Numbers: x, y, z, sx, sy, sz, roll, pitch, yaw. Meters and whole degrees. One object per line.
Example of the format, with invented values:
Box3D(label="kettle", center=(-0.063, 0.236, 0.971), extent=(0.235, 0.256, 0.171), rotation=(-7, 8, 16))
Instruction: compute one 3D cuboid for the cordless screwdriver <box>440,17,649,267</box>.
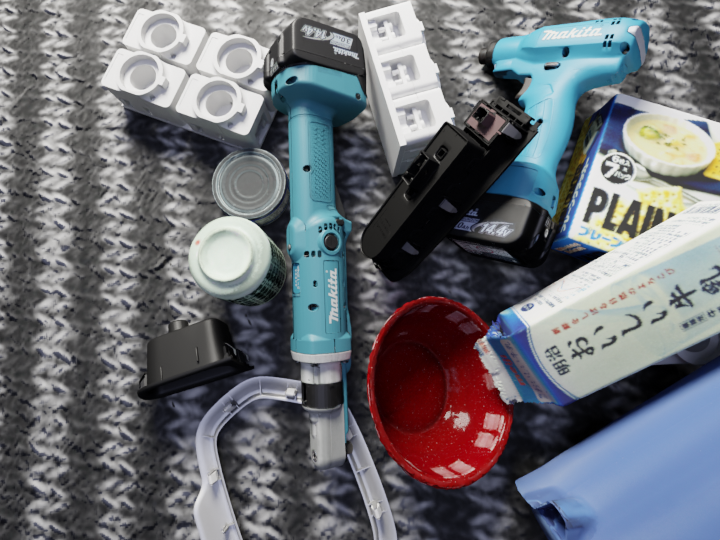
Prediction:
Box3D(label="cordless screwdriver", center=(0.155, -0.137, 0.434), extent=(0.168, 0.070, 0.249), rotation=(24, 88, 44))

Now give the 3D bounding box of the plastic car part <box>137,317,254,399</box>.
Box3D(label="plastic car part", center=(-0.181, 0.085, 0.443), extent=(0.117, 0.063, 0.073), rotation=(-16, 66, 4))

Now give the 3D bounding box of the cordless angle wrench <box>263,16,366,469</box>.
Box3D(label="cordless angle wrench", center=(-0.041, -0.027, 0.419), extent=(0.094, 0.077, 0.426), rotation=(2, 82, -32))

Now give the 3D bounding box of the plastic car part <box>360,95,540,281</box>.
Box3D(label="plastic car part", center=(0.064, -0.069, 0.396), extent=(0.203, 0.064, 0.070), rotation=(-55, 45, 30))

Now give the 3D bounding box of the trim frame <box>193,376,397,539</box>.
Box3D(label="trim frame", center=(-0.071, 0.229, 0.420), extent=(0.184, 0.027, 0.252), rotation=(-22, 80, 1))
